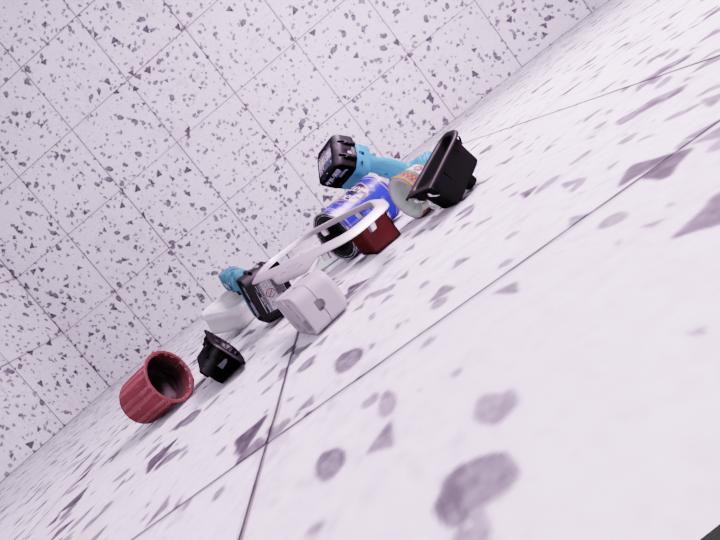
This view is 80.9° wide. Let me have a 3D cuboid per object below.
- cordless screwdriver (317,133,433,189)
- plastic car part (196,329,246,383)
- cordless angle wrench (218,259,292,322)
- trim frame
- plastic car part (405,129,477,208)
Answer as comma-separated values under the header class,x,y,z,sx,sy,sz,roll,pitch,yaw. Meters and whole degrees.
class,x,y,z,sx,sy,sz,roll,pitch,yaw
cordless screwdriver,0.030,-0.203,0.893,0.241,0.076,0.161,3,-21,-22
plastic car part,-0.225,0.133,0.657,0.067,0.065,0.208,-52,14,-21
cordless angle wrench,-0.251,0.025,0.897,0.073,0.096,0.440,-32,17,-23
trim frame,-0.061,-0.040,0.625,0.256,0.027,0.182,-20,19,34
plastic car part,0.127,-0.134,0.591,0.116,0.069,0.067,-58,14,-16
